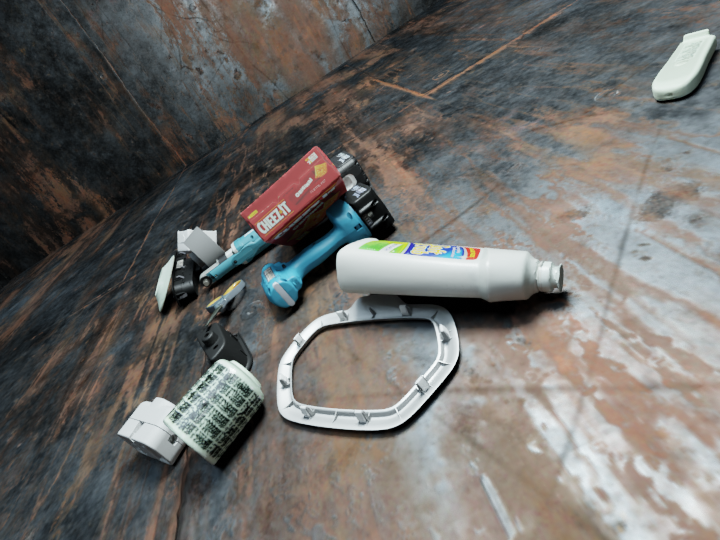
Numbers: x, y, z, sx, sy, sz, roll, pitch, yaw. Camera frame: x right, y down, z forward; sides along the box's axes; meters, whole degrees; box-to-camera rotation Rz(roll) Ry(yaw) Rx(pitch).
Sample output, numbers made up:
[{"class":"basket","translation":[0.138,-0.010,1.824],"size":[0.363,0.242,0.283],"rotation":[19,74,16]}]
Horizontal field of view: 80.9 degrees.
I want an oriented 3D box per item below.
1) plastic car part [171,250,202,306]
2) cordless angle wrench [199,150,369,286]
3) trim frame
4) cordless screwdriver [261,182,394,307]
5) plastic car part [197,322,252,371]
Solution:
[{"class":"plastic car part","translation":[-0.402,0.017,0.981],"size":[0.066,0.064,0.211],"rotation":[-10,27,-11]},{"class":"cordless angle wrench","translation":[-0.177,-0.101,0.918],"size":[0.423,0.071,0.102],"rotation":[-37,29,0]},{"class":"trim frame","translation":[-0.005,0.101,0.506],"size":[0.258,0.026,0.185],"rotation":[-11,36,37]},{"class":"cordless screwdriver","translation":[-0.072,-0.047,0.737],"size":[0.248,0.071,0.166],"rotation":[-41,24,-5]},{"class":"plastic car part","translation":[-0.212,0.118,0.638],"size":[0.065,0.068,0.122],"rotation":[-42,28,-13]}]
